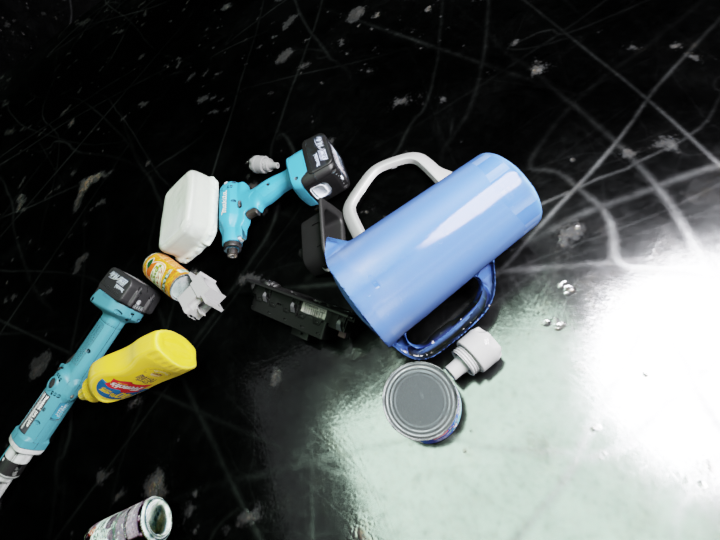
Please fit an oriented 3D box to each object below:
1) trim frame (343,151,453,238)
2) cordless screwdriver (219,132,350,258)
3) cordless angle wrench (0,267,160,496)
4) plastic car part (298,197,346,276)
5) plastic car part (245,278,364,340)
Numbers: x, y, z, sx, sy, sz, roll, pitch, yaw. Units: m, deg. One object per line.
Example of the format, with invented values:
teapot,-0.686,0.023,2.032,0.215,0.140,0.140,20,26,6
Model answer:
trim frame,0.074,-0.085,0.633,0.185,0.026,0.261,-33,51,6
cordless screwdriver,-0.144,-0.125,0.738,0.254,0.070,0.165,-21,55,19
cordless angle wrench,-0.510,0.198,0.732,0.103,0.070,0.423,20,75,33
plastic car part,-0.065,-0.042,0.662,0.073,0.062,0.120,-20,57,32
plastic car part,-0.088,0.059,0.613,0.214,0.063,0.067,20,98,33
